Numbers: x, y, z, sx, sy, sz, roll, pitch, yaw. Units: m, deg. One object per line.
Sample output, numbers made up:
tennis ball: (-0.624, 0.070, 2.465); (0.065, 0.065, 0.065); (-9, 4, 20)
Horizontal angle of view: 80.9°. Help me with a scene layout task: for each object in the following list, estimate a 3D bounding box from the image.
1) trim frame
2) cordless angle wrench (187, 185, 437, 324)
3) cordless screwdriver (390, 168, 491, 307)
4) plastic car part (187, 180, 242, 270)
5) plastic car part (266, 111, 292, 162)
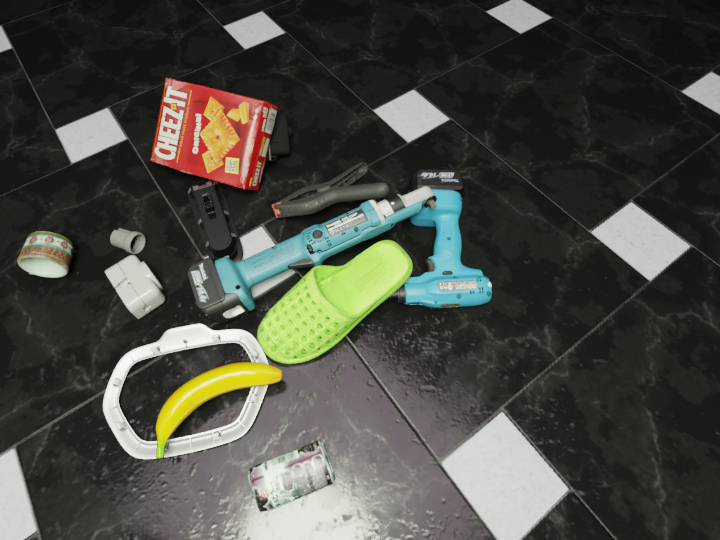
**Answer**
trim frame: (-0.260, 0.173, 0.635); (0.247, 0.027, 0.191); (-11, 60, -4)
cordless angle wrench: (-0.068, -0.045, 0.699); (0.421, 0.072, 0.102); (-25, 64, -5)
cordless screwdriver: (0.120, -0.056, 0.735); (0.159, 0.072, 0.256); (-4, 64, 0)
plastic car part: (-0.266, -0.094, 0.772); (0.065, 0.066, 0.211); (-17, 64, -19)
plastic car part: (-0.173, -0.275, 0.854); (0.068, 0.069, 0.116); (-3, 94, -35)
